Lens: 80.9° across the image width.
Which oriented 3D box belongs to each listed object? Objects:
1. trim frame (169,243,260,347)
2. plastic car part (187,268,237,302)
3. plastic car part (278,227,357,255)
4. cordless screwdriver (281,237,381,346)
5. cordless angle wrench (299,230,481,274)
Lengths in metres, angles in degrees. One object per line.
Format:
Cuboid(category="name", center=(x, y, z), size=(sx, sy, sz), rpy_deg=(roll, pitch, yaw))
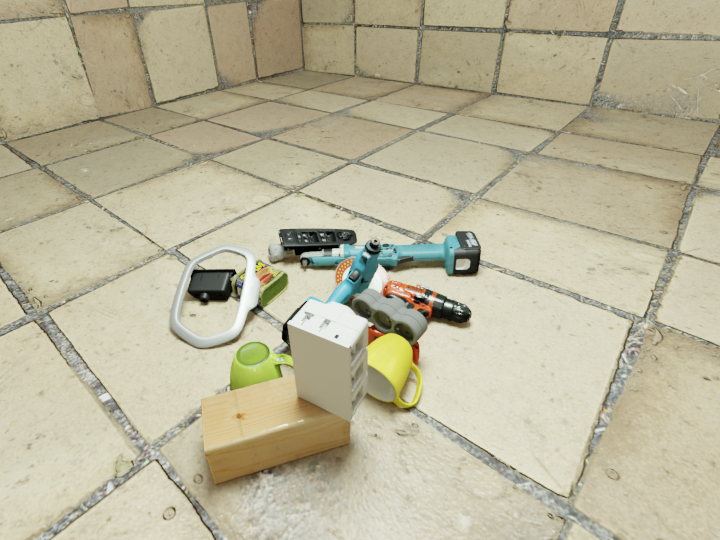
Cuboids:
Cuboid(category="trim frame", center=(-0.307, 0.047, 0.901), size=(0.187, 0.026, 0.255), rpy_deg=(-3, 54, 8))
Cuboid(category="plastic car part", center=(-0.338, 0.039, 0.957), size=(0.117, 0.063, 0.073), rpy_deg=(-2, 49, 4))
Cuboid(category="plastic car part", center=(-0.105, -0.069, 1.074), size=(0.199, 0.065, 0.069), rpy_deg=(-6, 38, -15))
Cuboid(category="cordless screwdriver", center=(-0.044, 0.047, 0.813), size=(0.076, 0.157, 0.246), rpy_deg=(35, 53, 11))
Cuboid(category="cordless angle wrench", center=(0.064, -0.037, 1.025), size=(0.427, 0.072, 0.100), rpy_deg=(-2, 34, 5))
